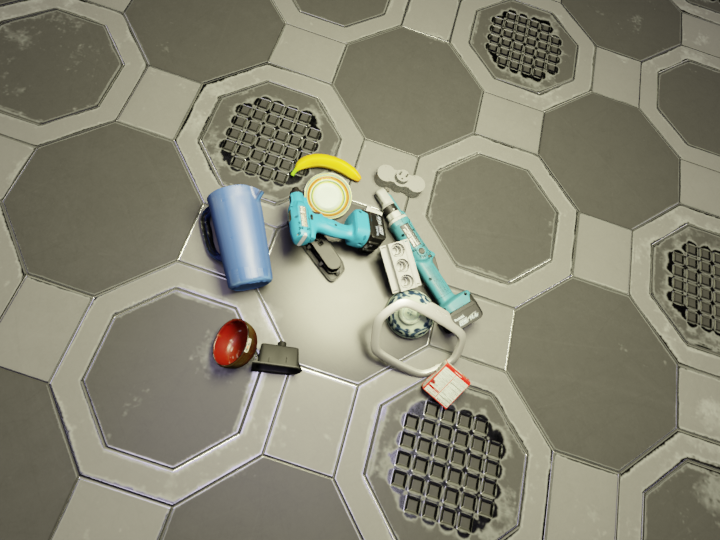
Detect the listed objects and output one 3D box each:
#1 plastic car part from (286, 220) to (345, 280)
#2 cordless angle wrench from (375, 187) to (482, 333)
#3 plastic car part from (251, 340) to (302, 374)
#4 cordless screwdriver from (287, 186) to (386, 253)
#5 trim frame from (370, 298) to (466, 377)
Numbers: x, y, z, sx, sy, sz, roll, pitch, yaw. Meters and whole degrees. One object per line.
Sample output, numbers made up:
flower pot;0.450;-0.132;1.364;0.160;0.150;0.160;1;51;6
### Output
plastic car part;-0.107;-0.070;1.089;0.065;0.067;0.206;-30;81;-24
cordless angle wrench;0.155;-0.042;1.108;0.096;0.073;0.434;-27;75;-15
plastic car part;-0.194;0.201;0.990;0.115;0.065;0.073;6;58;-10
cordless screwdriver;-0.065;-0.128;1.065;0.239;0.075;0.165;6;56;-26
trim frame;0.136;0.161;0.999;0.241;0.028;0.184;30;105;-15
